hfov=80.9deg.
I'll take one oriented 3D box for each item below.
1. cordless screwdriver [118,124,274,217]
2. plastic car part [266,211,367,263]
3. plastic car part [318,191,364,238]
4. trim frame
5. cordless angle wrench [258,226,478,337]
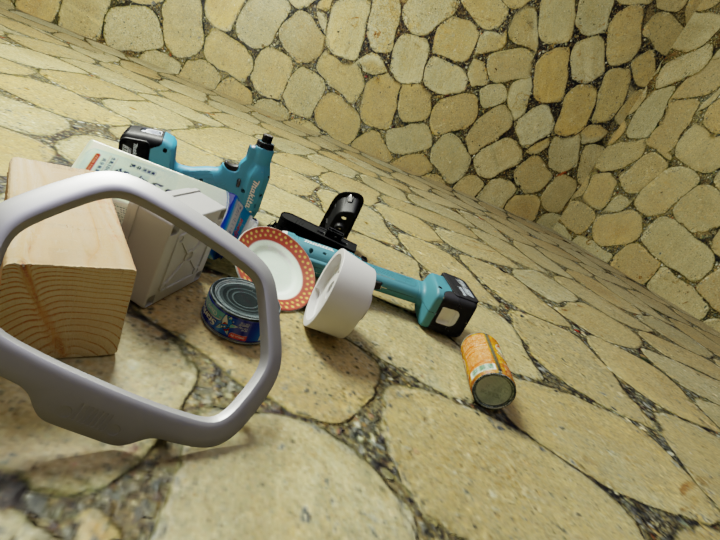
[{"bbox_3d":[-0.276,-0.188,0.725,0.240,0.158,0.078,14,23,-22],"label":"cordless screwdriver"},{"bbox_3d":[-0.073,-0.048,0.746,0.204,0.066,0.067,22,29,2],"label":"plastic car part"},{"bbox_3d":[-0.040,-0.097,0.842,0.065,0.116,0.072,23,44,-10],"label":"plastic car part"},{"bbox_3d":[-0.161,0.031,0.325,0.237,0.028,0.186,36,54,-29],"label":"trim frame"},{"bbox_3d":[-0.026,-0.002,0.672,0.417,0.074,0.100,18,22,-8],"label":"cordless angle wrench"}]
